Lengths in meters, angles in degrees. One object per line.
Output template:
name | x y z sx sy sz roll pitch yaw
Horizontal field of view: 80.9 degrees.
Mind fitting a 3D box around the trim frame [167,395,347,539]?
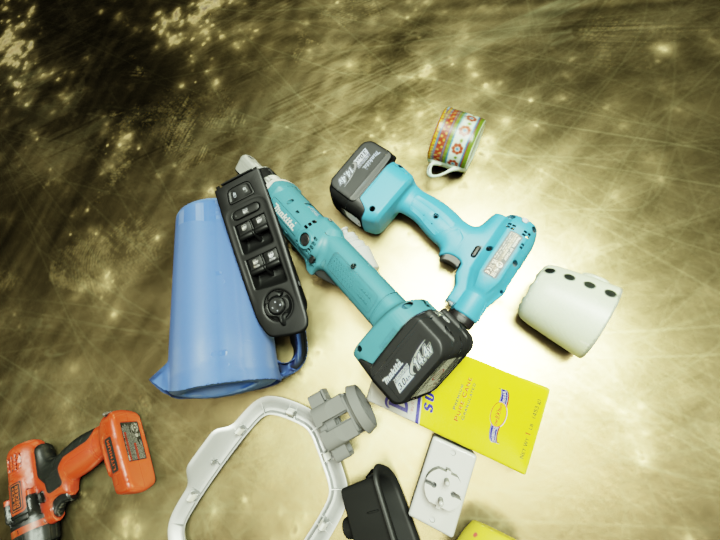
trim frame | -0.127 0.275 0.502 0.192 0.026 0.248 34 85 22

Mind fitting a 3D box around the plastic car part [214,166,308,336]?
plastic car part | -0.113 -0.017 0.509 0.067 0.065 0.208 -22 73 5

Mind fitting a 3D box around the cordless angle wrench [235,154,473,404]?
cordless angle wrench | -0.052 -0.034 0.532 0.445 0.070 0.098 47 115 33

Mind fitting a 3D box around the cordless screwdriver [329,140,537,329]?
cordless screwdriver | 0.070 -0.046 0.535 0.257 0.072 0.159 33 83 16

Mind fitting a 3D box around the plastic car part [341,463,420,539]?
plastic car part | 0.017 0.278 0.454 0.072 0.063 0.121 -31 65 16
